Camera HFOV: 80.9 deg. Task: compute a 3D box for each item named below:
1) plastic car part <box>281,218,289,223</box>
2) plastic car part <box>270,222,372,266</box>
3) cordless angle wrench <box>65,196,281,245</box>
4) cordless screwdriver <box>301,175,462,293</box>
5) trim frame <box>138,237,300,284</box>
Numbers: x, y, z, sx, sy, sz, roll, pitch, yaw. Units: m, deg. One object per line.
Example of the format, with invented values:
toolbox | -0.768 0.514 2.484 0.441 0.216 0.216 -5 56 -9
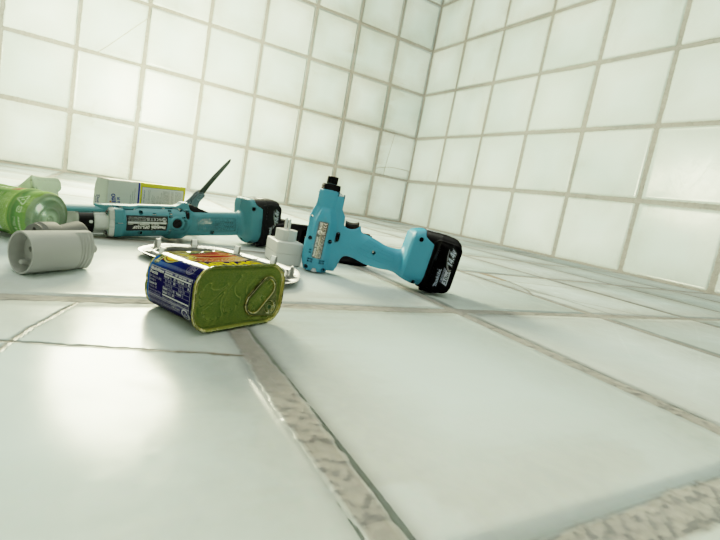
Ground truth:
plastic car part | -0.209 -0.101 0.975 0.117 0.070 0.066 14 7 4
plastic car part | -0.083 -0.055 0.853 0.200 0.066 0.068 8 -1 -9
cordless angle wrench | -0.337 -0.090 0.759 0.404 0.097 0.078 -5 16 -42
cordless screwdriver | 0.036 -0.057 0.696 0.249 0.158 0.074 12 7 1
trim frame | -0.200 -0.016 0.611 0.260 0.027 0.177 16 12 25
